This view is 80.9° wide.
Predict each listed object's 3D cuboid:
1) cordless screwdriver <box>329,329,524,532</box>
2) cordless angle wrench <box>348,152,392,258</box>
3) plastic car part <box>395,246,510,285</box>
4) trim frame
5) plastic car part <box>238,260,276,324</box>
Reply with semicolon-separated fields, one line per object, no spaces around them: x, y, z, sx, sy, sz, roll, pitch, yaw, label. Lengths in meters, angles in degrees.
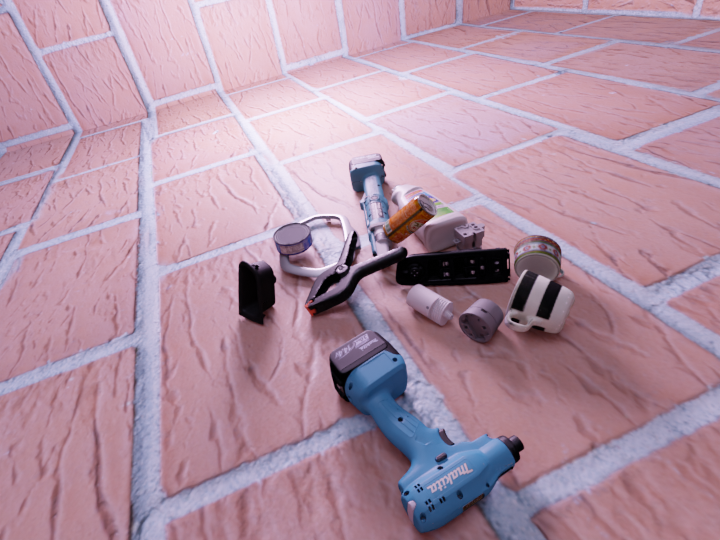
0.072;0.184;0.562;0.156;0.071;0.263;-25;42;-17;cordless screwdriver
0.034;-0.152;1.008;0.099;0.071;0.437;-10;39;3;cordless angle wrench
0.166;-0.013;0.793;0.206;0.064;0.068;-6;27;9;plastic car part
-0.094;-0.062;0.963;0.185;0.026;0.257;-12;36;2;trim frame
-0.192;0.032;0.814;0.069;0.115;0.068;15;20;31;plastic car part
